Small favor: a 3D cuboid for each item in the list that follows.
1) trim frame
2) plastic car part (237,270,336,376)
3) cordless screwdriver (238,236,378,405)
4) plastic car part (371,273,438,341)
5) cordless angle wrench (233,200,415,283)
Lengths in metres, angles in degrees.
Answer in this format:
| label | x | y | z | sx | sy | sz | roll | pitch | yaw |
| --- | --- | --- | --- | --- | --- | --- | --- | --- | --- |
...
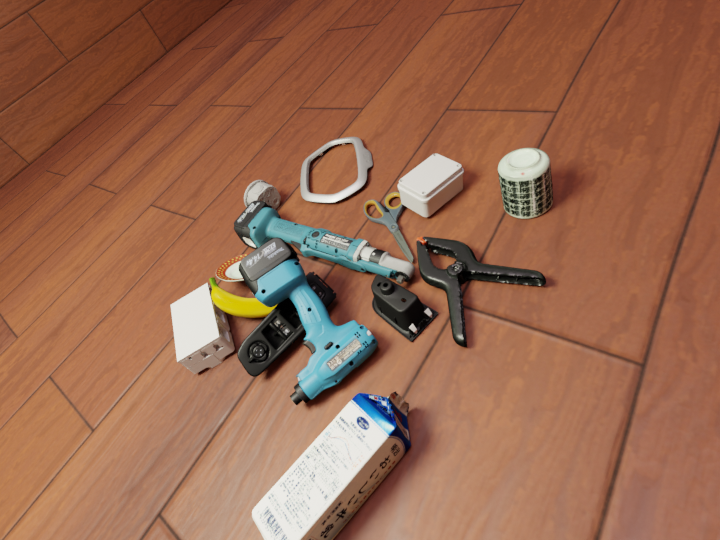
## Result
| label | x | y | z | sx | sy | sz | roll | pitch | yaw |
| --- | --- | --- | --- | --- | --- | --- | --- | --- | --- |
| trim frame | -0.062 | -0.248 | 1.033 | 0.187 | 0.026 | 0.257 | -18 | 45 | 14 |
| plastic car part | -0.137 | 0.094 | 0.750 | 0.201 | 0.065 | 0.068 | -47 | 9 | -19 |
| cordless screwdriver | -0.110 | 0.078 | 0.688 | 0.158 | 0.072 | 0.256 | -40 | 74 | -9 |
| plastic car part | 0.056 | 0.047 | 0.688 | 0.065 | 0.067 | 0.123 | -43 | 49 | -15 |
| cordless angle wrench | -0.083 | -0.054 | 0.851 | 0.446 | 0.070 | 0.098 | 18 | 62 | 35 |
